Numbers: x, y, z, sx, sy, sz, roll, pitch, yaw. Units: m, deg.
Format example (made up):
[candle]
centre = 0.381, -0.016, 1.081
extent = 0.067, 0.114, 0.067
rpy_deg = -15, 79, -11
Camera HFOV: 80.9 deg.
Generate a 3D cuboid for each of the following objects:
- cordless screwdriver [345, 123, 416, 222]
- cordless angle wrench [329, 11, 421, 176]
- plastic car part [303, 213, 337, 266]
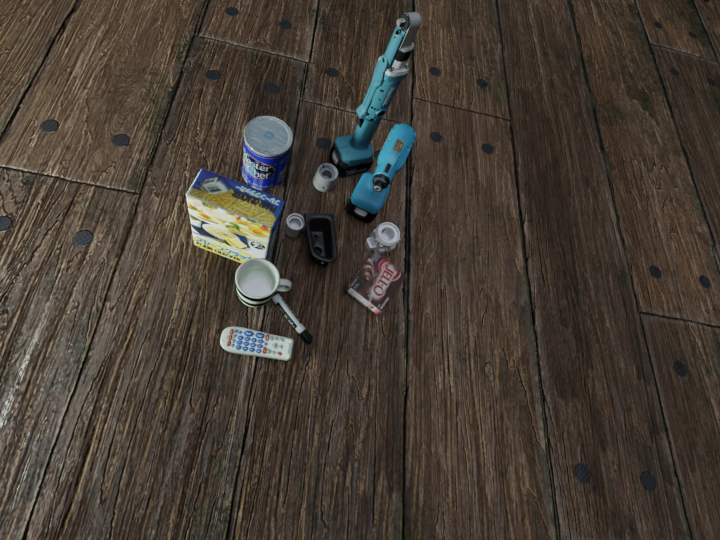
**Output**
[cordless screwdriver]
centre = 0.032, -0.181, 0.901
extent = 0.074, 0.248, 0.160
rpy_deg = 27, 64, -5
[cordless angle wrench]
centre = 0.030, -0.344, 0.877
extent = 0.095, 0.422, 0.076
rpy_deg = -17, 75, -23
[plastic car part]
centre = -0.090, -0.059, 0.918
extent = 0.064, 0.071, 0.120
rpy_deg = -2, 68, -16
